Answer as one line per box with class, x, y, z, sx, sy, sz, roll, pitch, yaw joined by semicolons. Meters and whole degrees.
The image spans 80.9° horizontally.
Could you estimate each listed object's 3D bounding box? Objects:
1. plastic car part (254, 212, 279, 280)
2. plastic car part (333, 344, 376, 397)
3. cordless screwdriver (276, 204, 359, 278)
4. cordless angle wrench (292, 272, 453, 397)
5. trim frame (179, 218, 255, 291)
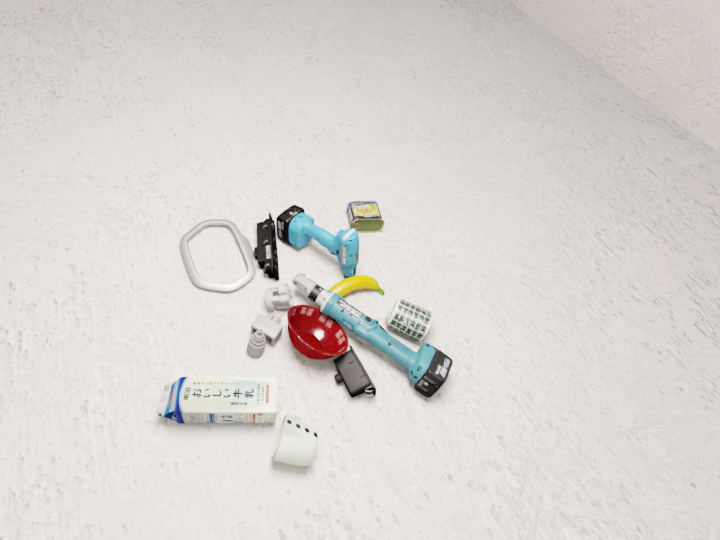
plastic car part;-0.256;-0.066;1.155;0.068;0.063;0.210;-14;54;10
plastic car part;-0.021;0.239;0.962;0.070;0.063;0.122;-29;59;-13
cordless screwdriver;-0.112;-0.074;1.150;0.261;0.154;0.073;25;47;27
cordless angle wrench;0.010;0.134;1.012;0.434;0.073;0.096;33;37;13
trim frame;-0.380;-0.045;1.134;0.180;0.027;0.260;-19;57;-21
